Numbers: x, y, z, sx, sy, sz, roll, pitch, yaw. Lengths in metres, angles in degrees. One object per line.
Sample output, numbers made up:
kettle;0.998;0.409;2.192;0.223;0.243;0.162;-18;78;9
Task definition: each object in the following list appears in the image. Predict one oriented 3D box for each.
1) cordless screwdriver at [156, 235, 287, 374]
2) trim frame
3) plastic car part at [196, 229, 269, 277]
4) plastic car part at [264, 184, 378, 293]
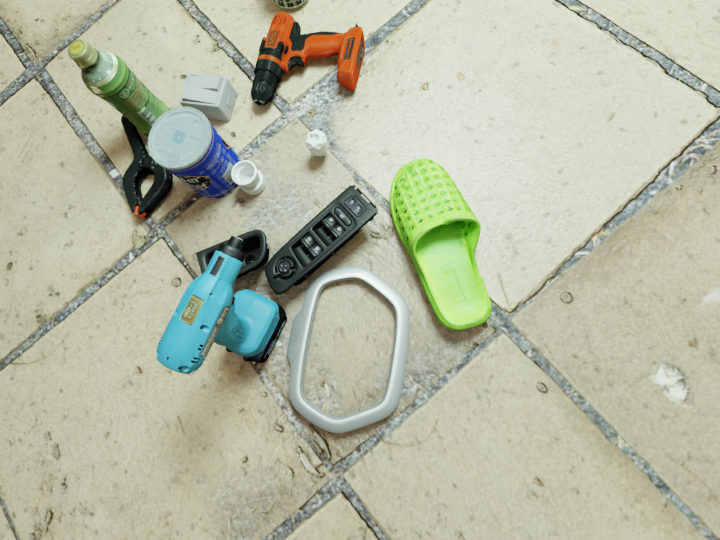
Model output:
cordless screwdriver;-0.164;0.051;0.572;0.076;0.242;0.159;23;83;9
trim frame;-0.022;0.115;0.643;0.188;0.027;0.250;7;79;12
plastic car part;-0.193;-0.016;0.683;0.117;0.069;0.067;-22;77;4
plastic car part;-0.065;-0.043;0.667;0.203;0.065;0.068;-40;76;-1
